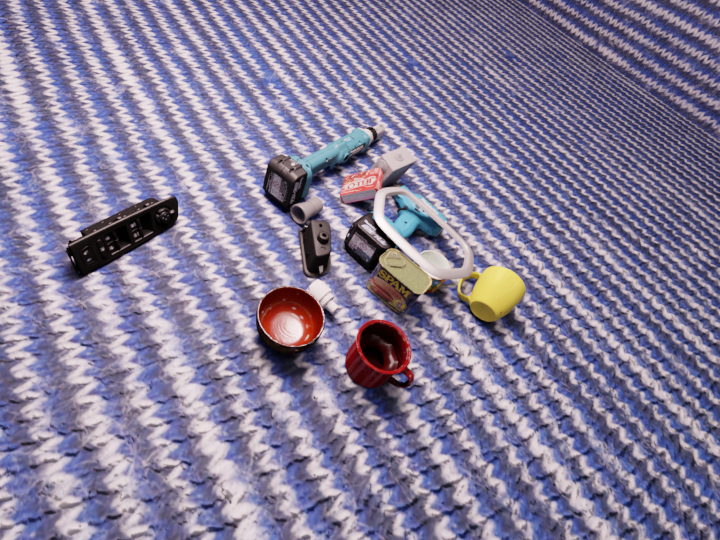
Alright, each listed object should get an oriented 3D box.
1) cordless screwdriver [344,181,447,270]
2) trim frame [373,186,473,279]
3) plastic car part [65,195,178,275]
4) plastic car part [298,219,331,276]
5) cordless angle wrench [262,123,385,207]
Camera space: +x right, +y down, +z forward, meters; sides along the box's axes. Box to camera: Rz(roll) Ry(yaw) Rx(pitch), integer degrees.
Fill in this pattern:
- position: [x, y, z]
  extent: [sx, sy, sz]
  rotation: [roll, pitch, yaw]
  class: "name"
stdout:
- position: [0.065, -0.110, 0.915]
  extent: [0.242, 0.074, 0.165]
  rotation: [-29, 67, -39]
  class: "cordless screwdriver"
- position: [0.126, -0.078, 0.853]
  extent: [0.254, 0.027, 0.180]
  rotation: [42, 46, 10]
  class: "trim frame"
- position: [-0.408, -0.072, 0.734]
  extent: [0.071, 0.064, 0.199]
  rotation: [24, 46, 32]
  class: "plastic car part"
- position: [-0.080, -0.052, 0.819]
  extent: [0.064, 0.070, 0.121]
  rotation: [4, 49, -18]
  class: "plastic car part"
- position: [-0.056, -0.276, 0.996]
  extent: [0.076, 0.097, 0.416]
  rotation: [37, 47, 12]
  class: "cordless angle wrench"
